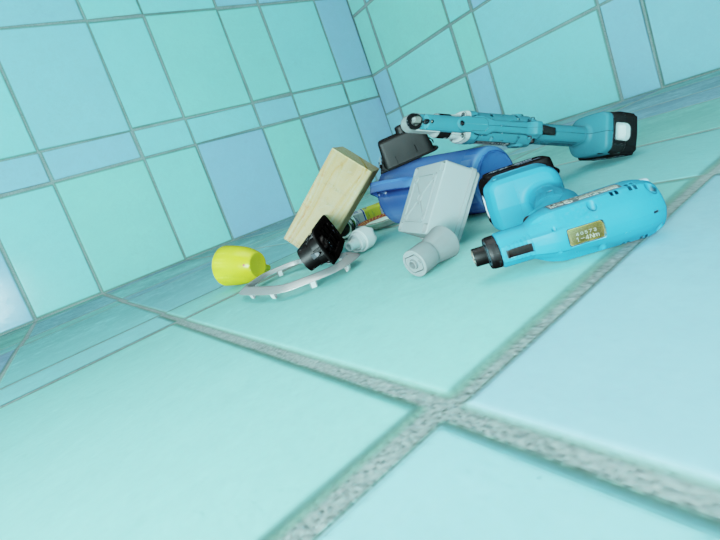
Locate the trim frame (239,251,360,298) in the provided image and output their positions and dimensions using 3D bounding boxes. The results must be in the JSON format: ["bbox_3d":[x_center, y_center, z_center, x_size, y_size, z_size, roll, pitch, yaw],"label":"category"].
[{"bbox_3d":[-0.109,0.006,0.739,0.179,0.027,0.259,-31,15,-37],"label":"trim frame"}]

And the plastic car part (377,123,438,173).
[{"bbox_3d":[0.080,-0.243,0.812,0.118,0.068,0.067,-23,22,16],"label":"plastic car part"}]

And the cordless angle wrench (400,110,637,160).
[{"bbox_3d":[0.266,-0.236,0.718,0.413,0.074,0.101,-1,6,-15],"label":"cordless angle wrench"}]

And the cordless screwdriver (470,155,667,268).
[{"bbox_3d":[0.187,-0.067,0.483,0.161,0.073,0.251,-19,16,10],"label":"cordless screwdriver"}]

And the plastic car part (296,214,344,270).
[{"bbox_3d":[-0.070,-0.046,0.712,0.067,0.065,0.205,-29,12,4],"label":"plastic car part"}]
